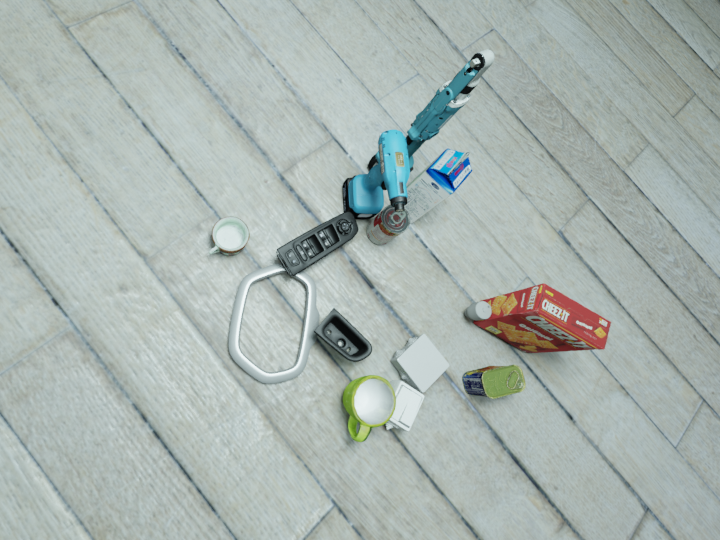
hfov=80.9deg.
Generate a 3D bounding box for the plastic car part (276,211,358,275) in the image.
[{"bbox_3d":[-0.091,-0.059,0.927,0.200,0.067,0.067,-33,87,-21],"label":"plastic car part"}]

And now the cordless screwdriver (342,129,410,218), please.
[{"bbox_3d":[0.034,-0.166,0.891,0.072,0.251,0.162,0,77,-19],"label":"cordless screwdriver"}]

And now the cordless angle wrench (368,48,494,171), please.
[{"bbox_3d":[0.134,-0.296,0.861,0.096,0.427,0.075,-28,88,-22],"label":"cordless angle wrench"}]

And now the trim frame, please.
[{"bbox_3d":[-0.174,0.105,0.878,0.180,0.028,0.252,9,72,-12],"label":"trim frame"}]

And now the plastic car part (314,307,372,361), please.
[{"bbox_3d":[-0.039,0.144,0.878,0.116,0.071,0.065,43,68,-1],"label":"plastic car part"}]
